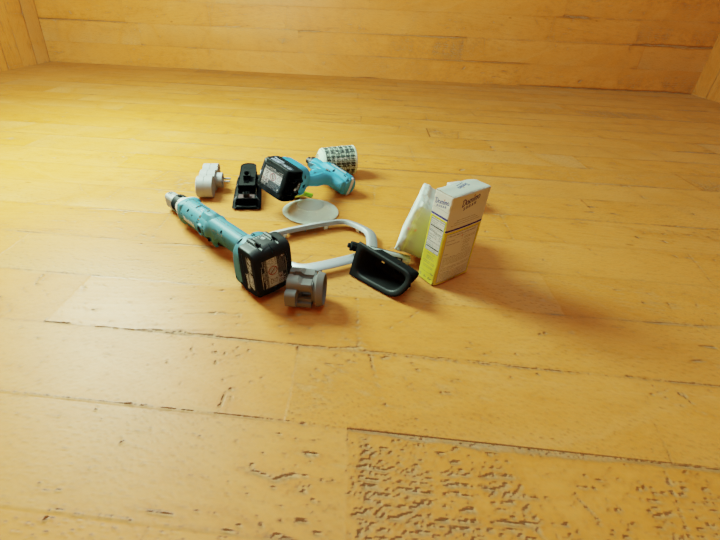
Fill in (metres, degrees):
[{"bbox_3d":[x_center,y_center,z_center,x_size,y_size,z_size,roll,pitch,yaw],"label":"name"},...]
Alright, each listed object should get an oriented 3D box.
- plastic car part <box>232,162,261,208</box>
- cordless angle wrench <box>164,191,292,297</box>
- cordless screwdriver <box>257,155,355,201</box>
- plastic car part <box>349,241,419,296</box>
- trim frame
[{"bbox_3d":[-0.281,-0.217,1.048,0.066,0.065,0.211,-8,31,-6],"label":"plastic car part"},{"bbox_3d":[-0.286,-0.085,0.818,0.072,0.095,0.448,-26,39,-34],"label":"cordless angle wrench"},{"bbox_3d":[-0.140,-0.234,1.018,0.167,0.074,0.239,37,30,27],"label":"cordless screwdriver"},{"bbox_3d":[0.050,-0.001,0.739,0.123,0.065,0.068,29,26,30],"label":"plastic car part"},{"bbox_3d":[-0.082,-0.053,0.835,0.242,0.027,0.195,-17,38,-24],"label":"trim frame"}]
